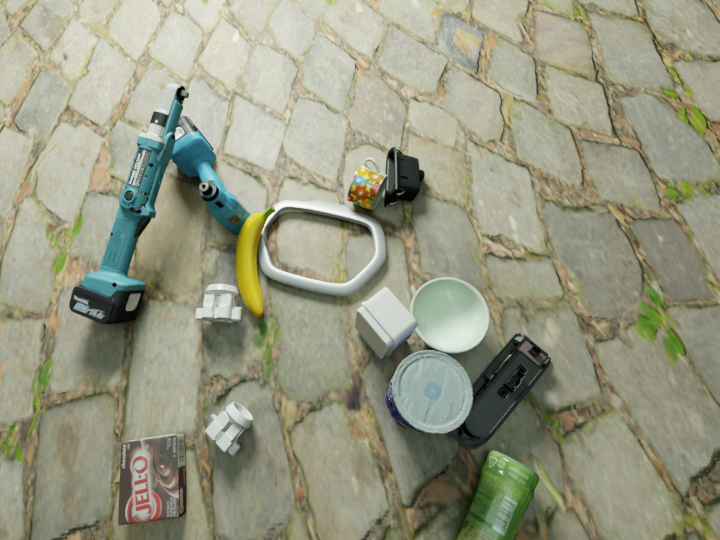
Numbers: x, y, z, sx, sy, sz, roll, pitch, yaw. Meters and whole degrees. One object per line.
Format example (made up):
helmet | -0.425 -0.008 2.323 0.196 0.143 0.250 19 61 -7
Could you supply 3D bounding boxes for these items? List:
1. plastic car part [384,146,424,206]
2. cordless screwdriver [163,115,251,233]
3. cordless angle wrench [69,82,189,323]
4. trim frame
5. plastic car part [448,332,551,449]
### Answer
plastic car part | 0.086 -0.181 0.808 0.070 0.066 0.119 11 65 -10
cordless screwdriver | -0.296 -0.187 0.783 0.074 0.153 0.258 -36 69 -3
cordless angle wrench | -0.384 -0.122 0.733 0.100 0.073 0.423 17 89 10
trim frame | -0.076 -0.050 0.779 0.254 0.027 0.186 11 70 11
plastic car part | 0.215 0.185 0.641 0.068 0.066 0.202 43 79 9
